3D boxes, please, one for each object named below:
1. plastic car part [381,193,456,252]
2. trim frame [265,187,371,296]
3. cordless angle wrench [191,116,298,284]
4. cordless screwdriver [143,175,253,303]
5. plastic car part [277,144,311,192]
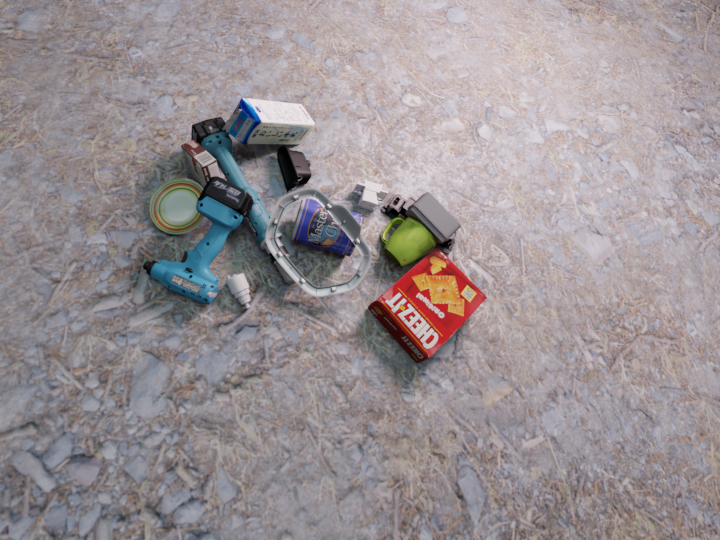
[{"bbox_3d":[0.159,-0.126,1.053,0.204,0.067,0.066,38,55,2],"label":"plastic car part"},{"bbox_3d":[-0.087,-0.057,0.895,0.184,0.028,0.246,-40,94,-3],"label":"trim frame"},{"bbox_3d":[-0.254,-0.154,0.955,0.072,0.098,0.432,-26,77,-28],"label":"cordless angle wrench"},{"bbox_3d":[-0.332,-0.072,0.872,0.161,0.073,0.249,22,85,4],"label":"cordless screwdriver"},{"bbox_3d":[-0.157,-0.258,1.045,0.068,0.067,0.120,-2,63,-33],"label":"plastic car part"}]
